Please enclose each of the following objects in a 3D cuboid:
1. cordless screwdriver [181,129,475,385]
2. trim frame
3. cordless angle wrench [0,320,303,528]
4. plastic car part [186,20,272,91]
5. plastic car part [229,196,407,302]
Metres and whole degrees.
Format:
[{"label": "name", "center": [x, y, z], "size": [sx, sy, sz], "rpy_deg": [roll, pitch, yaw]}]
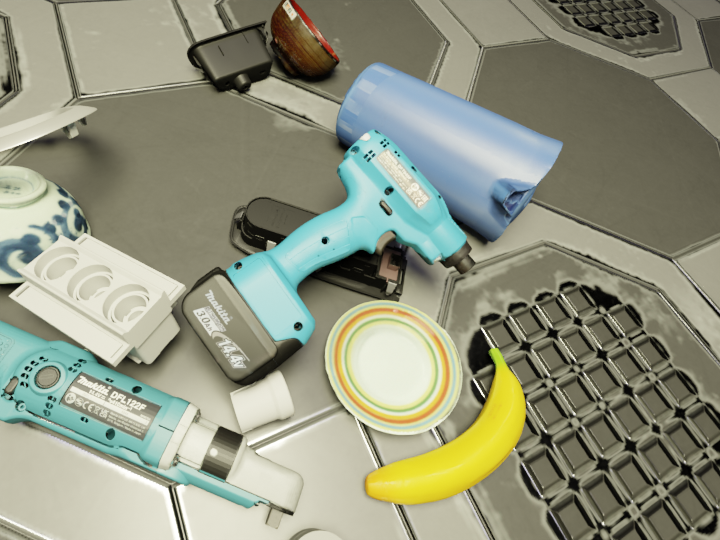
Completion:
[{"label": "cordless screwdriver", "center": [-0.022, 0.003, 0.383], "size": [0.247, 0.075, 0.159], "rpy_deg": [-42, 90, -11]}, {"label": "trim frame", "center": [-0.357, -0.102, 0.382], "size": [0.247, 0.026, 0.192], "rpy_deg": [-19, 32, -4]}, {"label": "cordless angle wrench", "center": [-0.241, 0.091, 0.333], "size": [0.423, 0.074, 0.099], "rpy_deg": [23, 57, 0]}, {"label": "plastic car part", "center": [-0.169, -0.282, 0.581], "size": [0.114, 0.067, 0.071], "rpy_deg": [-34, 88, -24]}, {"label": "plastic car part", "center": [-0.044, -0.029, 0.452], "size": [0.203, 0.066, 0.067], "rpy_deg": [16, 65, 1]}]
